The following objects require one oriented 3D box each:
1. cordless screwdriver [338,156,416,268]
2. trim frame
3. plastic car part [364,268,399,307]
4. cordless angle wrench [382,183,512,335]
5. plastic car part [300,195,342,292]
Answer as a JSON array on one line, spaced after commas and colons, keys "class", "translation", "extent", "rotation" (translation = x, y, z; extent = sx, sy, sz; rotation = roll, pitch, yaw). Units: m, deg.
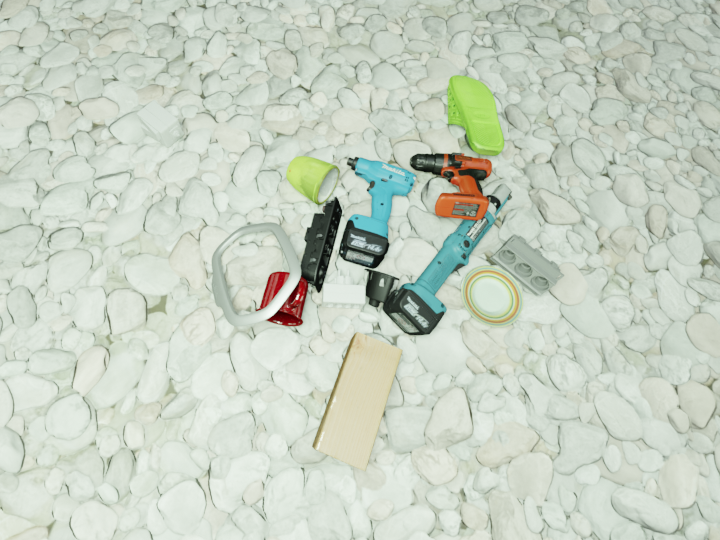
[{"class": "cordless screwdriver", "translation": [0.013, -0.138, 0.916], "extent": [0.161, 0.073, 0.251], "rotation": [20, 64, 3]}, {"class": "trim frame", "translation": [-0.210, -0.001, 0.817], "extent": [0.184, 0.026, 0.261], "rotation": [-31, 51, 0]}, {"class": "plastic car part", "translation": [0.035, 0.036, 0.832], "extent": [0.066, 0.117, 0.071], "rotation": [17, 92, -2]}, {"class": "cordless angle wrench", "translation": [0.207, -0.048, 0.891], "extent": [0.097, 0.076, 0.420], "rotation": [44, 67, -8]}, {"class": "plastic car part", "translation": [-0.086, -0.056, 0.881], "extent": [0.068, 0.064, 0.206], "rotation": [6, 68, 6]}]
